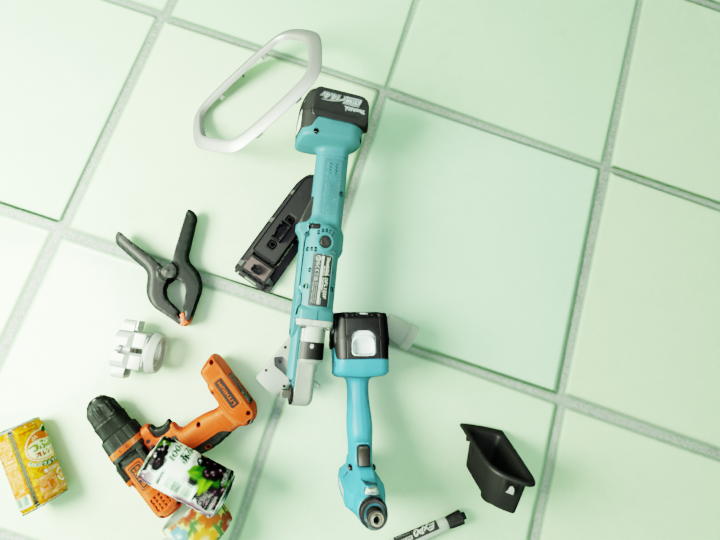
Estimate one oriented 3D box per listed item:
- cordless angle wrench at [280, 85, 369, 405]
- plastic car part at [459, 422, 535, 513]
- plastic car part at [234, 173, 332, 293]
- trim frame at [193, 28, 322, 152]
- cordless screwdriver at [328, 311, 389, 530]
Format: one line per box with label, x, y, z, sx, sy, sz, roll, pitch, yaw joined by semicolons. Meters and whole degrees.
cordless angle wrench;-0.056;-0.037;0.577;0.095;0.075;0.427;8;79;-16
plastic car part;0.178;0.272;0.569;0.065;0.118;0.070;10;104;-6
plastic car part;-0.111;-0.069;0.640;0.067;0.066;0.203;32;76;7
trim frame;-0.159;-0.273;0.643;0.249;0.026;0.194;-42;55;7
cordless screwdriver;0.002;0.179;0.545;0.074;0.159;0.252;1;78;-8
